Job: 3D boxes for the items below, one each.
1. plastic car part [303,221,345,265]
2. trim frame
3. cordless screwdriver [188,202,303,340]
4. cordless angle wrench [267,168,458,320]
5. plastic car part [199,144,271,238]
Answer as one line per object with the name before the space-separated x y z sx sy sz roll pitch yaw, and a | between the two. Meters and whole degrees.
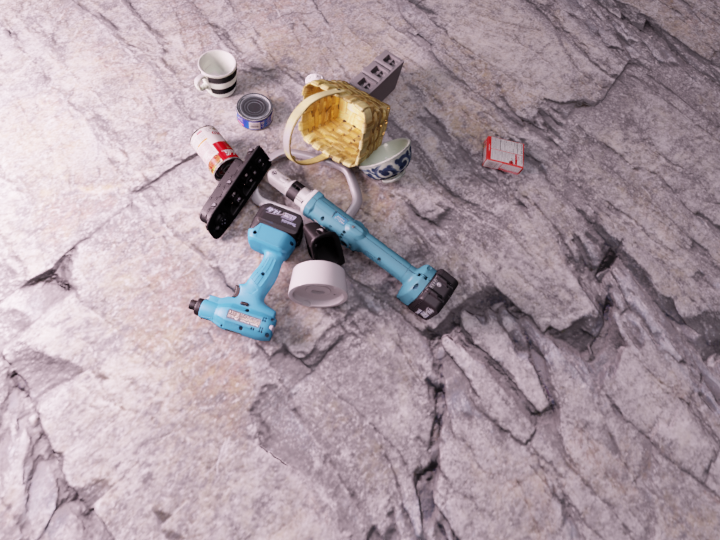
plastic car part | -0.079 -0.052 0.812 0.065 0.112 0.075 -32 53 -15
trim frame | -0.117 -0.176 0.906 0.248 0.027 0.187 15 64 -1
cordless screwdriver | -0.206 -0.006 0.796 0.160 0.073 0.251 16 69 1
cordless angle wrench | -0.015 -0.069 0.819 0.431 0.097 0.074 38 70 9
plastic car part | -0.260 -0.161 0.851 0.069 0.064 0.203 22 76 16
